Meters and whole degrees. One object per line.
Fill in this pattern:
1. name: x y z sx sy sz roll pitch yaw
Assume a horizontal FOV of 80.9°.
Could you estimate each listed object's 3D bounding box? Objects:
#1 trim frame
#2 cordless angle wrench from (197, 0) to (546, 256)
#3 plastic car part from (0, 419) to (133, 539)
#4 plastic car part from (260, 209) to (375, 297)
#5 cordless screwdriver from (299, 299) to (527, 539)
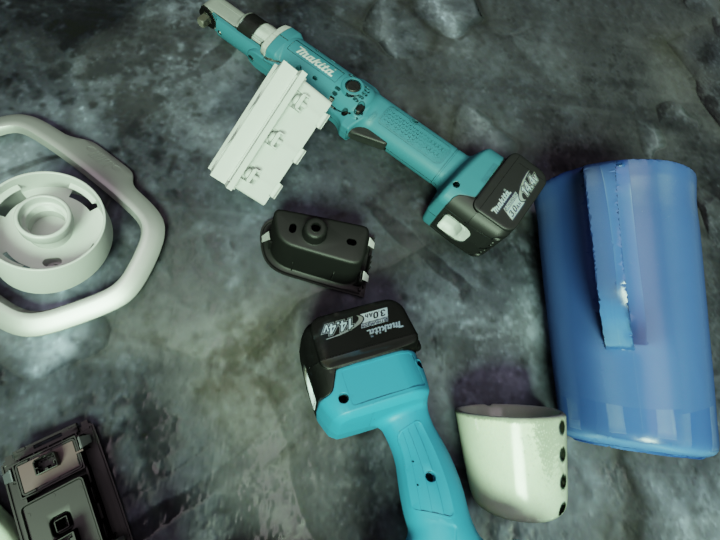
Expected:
1. trim frame: -0.305 -0.051 0.400 0.252 0.027 0.183 35 71 7
2. cordless angle wrench: -0.012 -0.182 0.463 0.431 0.073 0.097 38 71 9
3. plastic car part: -0.193 0.216 0.300 0.064 0.068 0.207 -19 77 -36
4. plastic car part: -0.039 -0.026 0.401 0.115 0.071 0.067 15 69 -7
5. cordless screwdriver: 0.017 0.153 0.304 0.156 0.072 0.260 -18 58 -16
